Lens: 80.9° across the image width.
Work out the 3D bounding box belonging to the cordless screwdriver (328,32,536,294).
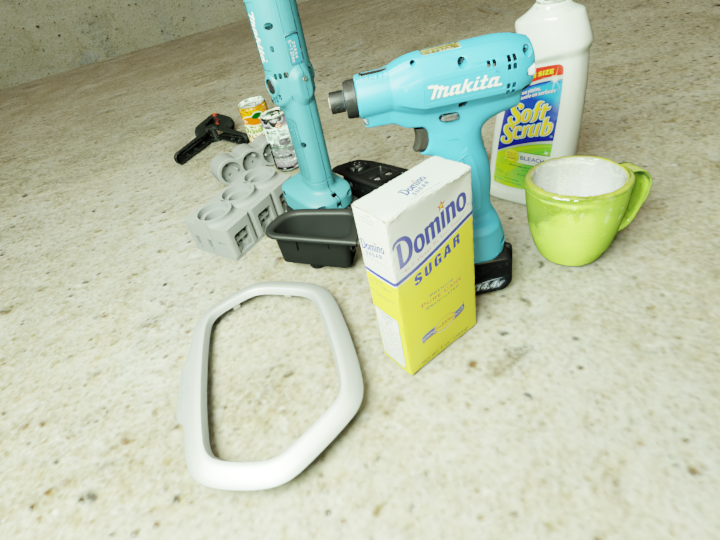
[{"bbox_3d":[0.068,-0.081,0.404,0.161,0.238,0.077,-8,39,6],"label":"cordless screwdriver"}]

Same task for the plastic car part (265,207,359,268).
[{"bbox_3d":[-0.051,-0.033,0.521,0.120,0.068,0.067,1,42,18],"label":"plastic car part"}]

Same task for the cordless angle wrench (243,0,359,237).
[{"bbox_3d":[-0.080,-0.217,0.479,0.073,0.405,0.104,-33,43,-24],"label":"cordless angle wrench"}]

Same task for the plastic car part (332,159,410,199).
[{"bbox_3d":[0.041,-0.112,0.585,0.065,0.064,0.215,-34,43,-23],"label":"plastic car part"}]

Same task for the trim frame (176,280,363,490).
[{"bbox_3d":[-0.098,0.093,0.424,0.183,0.026,0.260,-19,40,-4],"label":"trim frame"}]
